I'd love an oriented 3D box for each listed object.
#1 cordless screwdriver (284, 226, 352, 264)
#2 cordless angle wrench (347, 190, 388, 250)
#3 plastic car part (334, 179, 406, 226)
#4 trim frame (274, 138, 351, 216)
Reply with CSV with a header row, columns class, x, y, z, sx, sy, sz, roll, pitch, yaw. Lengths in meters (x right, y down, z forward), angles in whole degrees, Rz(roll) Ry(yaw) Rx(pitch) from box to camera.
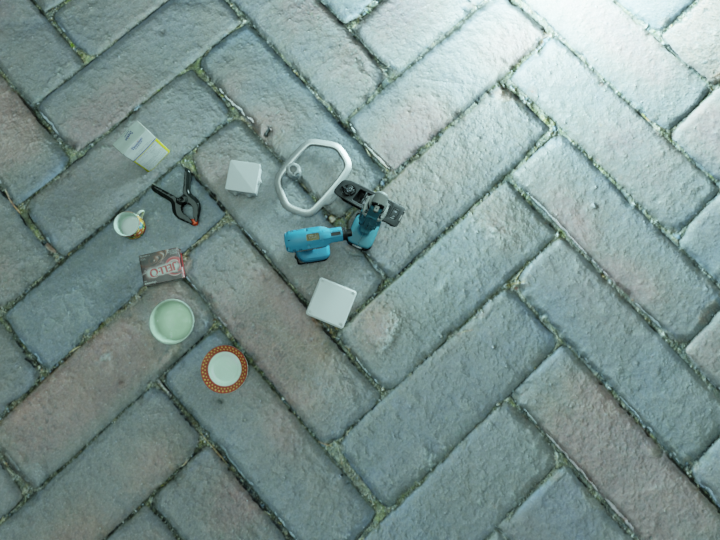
class,x,y,z,sx,sy,sz,roll,pitch,yaw
cordless screwdriver,-0.107,-0.070,1.091,0.159,0.248,0.075,-9,86,-4
cordless angle wrench,0.023,-0.123,1.009,0.074,0.421,0.098,23,84,-2
plastic car part,0.022,-0.191,1.197,0.205,0.066,0.066,29,84,4
trim frame,-0.139,-0.271,1.230,0.186,0.027,0.248,38,84,6
